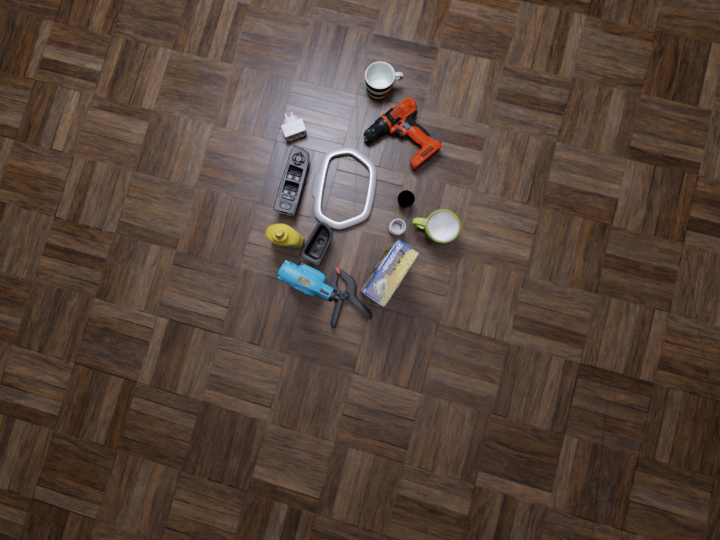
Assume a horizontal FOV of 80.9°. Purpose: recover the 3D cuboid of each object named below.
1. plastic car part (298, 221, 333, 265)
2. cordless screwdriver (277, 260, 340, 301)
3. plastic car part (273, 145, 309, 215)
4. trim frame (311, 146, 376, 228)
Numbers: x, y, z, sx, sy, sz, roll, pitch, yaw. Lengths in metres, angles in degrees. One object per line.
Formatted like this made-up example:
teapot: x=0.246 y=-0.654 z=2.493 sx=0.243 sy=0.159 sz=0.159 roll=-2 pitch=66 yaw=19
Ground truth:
plastic car part: x=-0.118 y=-0.077 z=1.209 sx=0.066 sy=0.070 sz=0.116 roll=28 pitch=87 yaw=2
cordless screwdriver: x=-0.125 y=0.035 z=1.111 sx=0.160 sy=0.247 sz=0.074 roll=27 pitch=88 yaw=0
plastic car part: x=-0.195 y=-0.258 z=1.230 sx=0.067 sy=0.066 sz=0.203 roll=14 pitch=86 yaw=1
trim frame: x=-0.050 y=-0.243 z=1.241 sx=0.185 sy=0.027 sz=0.249 roll=8 pitch=86 yaw=4
